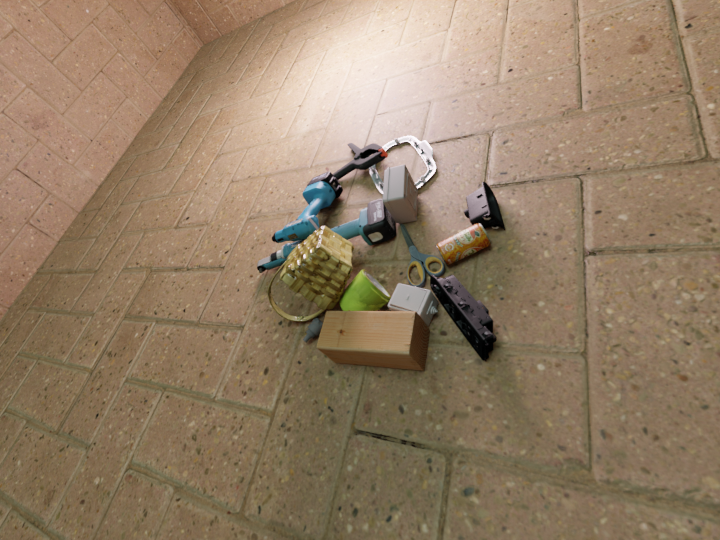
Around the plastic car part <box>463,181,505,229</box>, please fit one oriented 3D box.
[{"bbox_3d":[0.272,-0.138,0.958,0.072,0.062,0.120,-31,40,30],"label":"plastic car part"}]

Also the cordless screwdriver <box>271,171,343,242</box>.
[{"bbox_3d":[-0.155,-0.175,1.221,0.165,0.071,0.250,-15,36,36],"label":"cordless screwdriver"}]

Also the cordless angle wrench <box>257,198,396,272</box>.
[{"bbox_3d":[-0.113,-0.074,1.157,0.435,0.070,0.101,-18,48,25],"label":"cordless angle wrench"}]

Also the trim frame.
[{"bbox_3d":[0.116,-0.306,1.211,0.186,0.026,0.260,-29,44,11],"label":"trim frame"}]

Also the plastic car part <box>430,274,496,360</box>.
[{"bbox_3d":[0.203,0.073,0.832,0.067,0.063,0.214,-31,44,-5],"label":"plastic car part"}]
